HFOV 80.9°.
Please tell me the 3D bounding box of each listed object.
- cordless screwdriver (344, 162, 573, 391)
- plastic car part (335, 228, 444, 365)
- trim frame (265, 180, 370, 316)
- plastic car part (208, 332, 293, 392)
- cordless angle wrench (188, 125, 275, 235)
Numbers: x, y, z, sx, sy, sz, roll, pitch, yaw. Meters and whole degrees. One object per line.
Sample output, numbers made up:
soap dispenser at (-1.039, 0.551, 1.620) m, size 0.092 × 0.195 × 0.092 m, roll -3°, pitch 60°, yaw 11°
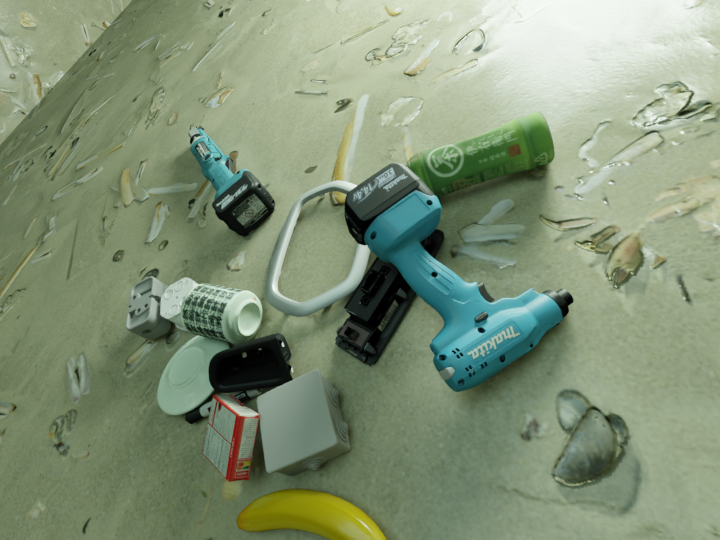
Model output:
cordless screwdriver at (0.099, -0.013, 0.476) m, size 0.158 × 0.072 × 0.258 m, roll -31°, pitch 69°, yaw -7°
plastic car part at (0.033, 0.013, 0.546) m, size 0.070 × 0.063 × 0.202 m, roll 20°, pitch 68°, yaw 45°
trim frame at (-0.064, -0.042, 0.659) m, size 0.191 × 0.026 × 0.252 m, roll -3°, pitch 60°, yaw 27°
plastic car part at (-0.142, 0.117, 0.570) m, size 0.119 × 0.065 × 0.070 m, roll -14°, pitch 11°, yaw 19°
cordless angle wrench at (-0.304, -0.221, 0.890) m, size 0.098 × 0.070 × 0.447 m, roll -41°, pitch 46°, yaw -2°
